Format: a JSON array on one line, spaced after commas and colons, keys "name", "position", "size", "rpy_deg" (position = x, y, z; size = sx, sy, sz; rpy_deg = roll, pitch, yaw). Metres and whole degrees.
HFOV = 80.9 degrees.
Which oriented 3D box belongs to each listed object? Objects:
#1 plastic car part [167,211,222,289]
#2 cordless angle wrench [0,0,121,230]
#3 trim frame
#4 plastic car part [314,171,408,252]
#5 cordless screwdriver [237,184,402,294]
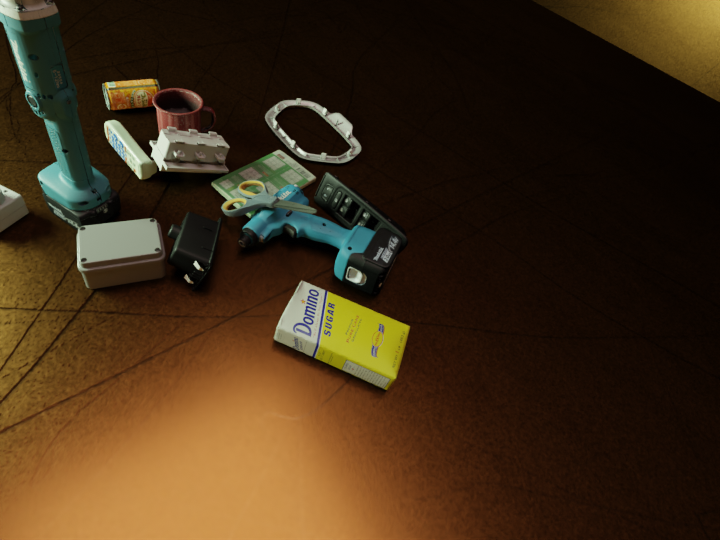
[{"name": "plastic car part", "position": [-0.257, -0.042, 0.640], "size": [0.067, 0.067, 0.121], "rpy_deg": [24, 41, -30]}, {"name": "cordless angle wrench", "position": [-0.392, -0.223, 0.536], "size": [0.100, 0.417, 0.074], "rpy_deg": [32, 49, 8]}, {"name": "trim frame", "position": [-0.107, -0.322, 0.961], "size": [0.179, 0.027, 0.260], "rpy_deg": [-22, 57, -31]}, {"name": "plastic car part", "position": [0.007, -0.099, 0.779], "size": [0.212, 0.066, 0.064], "rpy_deg": [43, 26, 23]}, {"name": "cordless screwdriver", "position": [-0.069, -0.045, 0.702], "size": [0.256, 0.073, 0.158], "rpy_deg": [28, 49, 15]}]
